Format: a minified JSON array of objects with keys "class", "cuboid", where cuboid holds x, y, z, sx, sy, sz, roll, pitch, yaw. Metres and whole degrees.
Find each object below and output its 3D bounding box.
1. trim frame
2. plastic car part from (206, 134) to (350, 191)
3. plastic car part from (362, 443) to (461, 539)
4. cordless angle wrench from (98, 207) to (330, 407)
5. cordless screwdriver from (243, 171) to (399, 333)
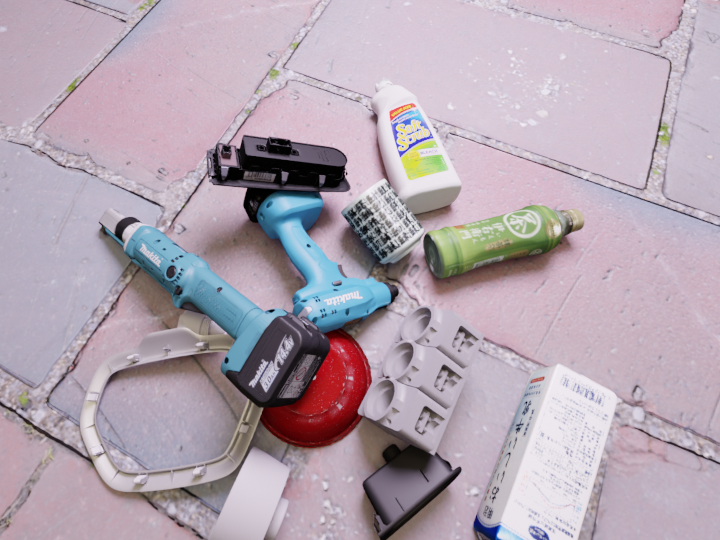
[{"class":"trim frame","cuboid":[-0.238,0.167,0.524,0.252,0.026,0.189,-12,69,9]},{"class":"plastic car part","cuboid":[-0.101,-0.148,0.575,0.195,0.067,0.069,3,45,-27]},{"class":"plastic car part","cuboid":[0.049,0.241,0.486,0.115,0.063,0.075,-35,57,-17]},{"class":"cordless angle wrench","cuboid":[-0.228,0.011,0.552,0.445,0.071,0.098,31,89,29]},{"class":"cordless screwdriver","cuboid":[-0.058,-0.038,0.598,0.153,0.074,0.258,-12,62,-34]}]
